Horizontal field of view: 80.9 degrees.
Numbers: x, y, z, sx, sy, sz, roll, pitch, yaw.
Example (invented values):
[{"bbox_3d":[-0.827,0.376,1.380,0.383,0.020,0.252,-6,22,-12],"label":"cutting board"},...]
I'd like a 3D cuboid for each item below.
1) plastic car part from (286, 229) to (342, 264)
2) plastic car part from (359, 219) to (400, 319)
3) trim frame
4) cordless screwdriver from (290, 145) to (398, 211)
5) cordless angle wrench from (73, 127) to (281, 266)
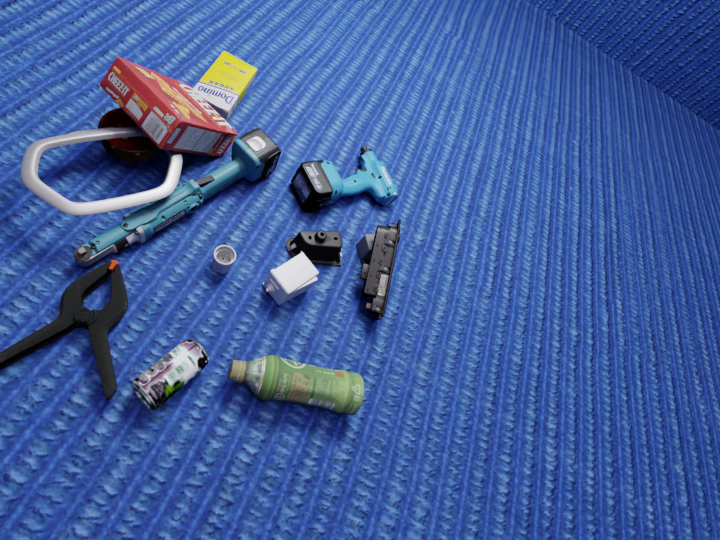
[{"bbox_3d":[-0.083,-0.054,0.851,0.112,0.071,0.068,3,61,-27],"label":"plastic car part"},{"bbox_3d":[0.038,-0.007,0.846,0.068,0.065,0.204,15,78,7],"label":"plastic car part"},{"bbox_3d":[-0.426,-0.177,0.715,0.241,0.027,0.190,-22,71,-31],"label":"trim frame"},{"bbox_3d":[-0.039,-0.218,0.968,0.239,0.075,0.164,-11,67,-34],"label":"cordless screwdriver"},{"bbox_3d":[-0.326,-0.135,0.786,0.075,0.098,0.417,45,58,2],"label":"cordless angle wrench"}]
